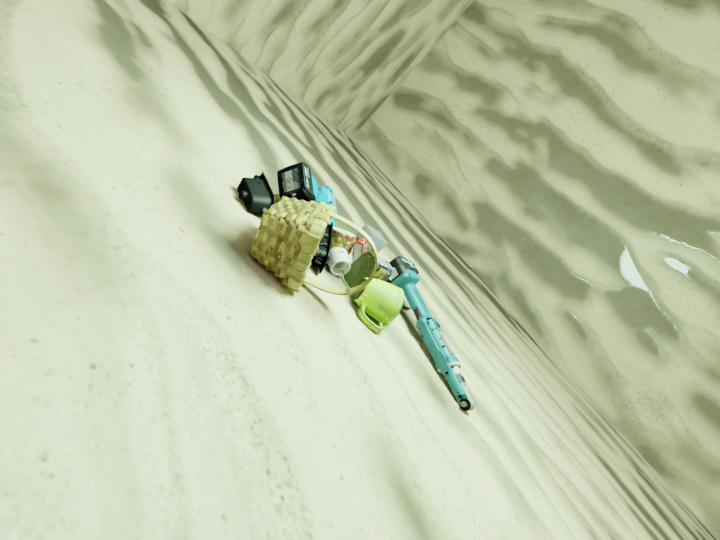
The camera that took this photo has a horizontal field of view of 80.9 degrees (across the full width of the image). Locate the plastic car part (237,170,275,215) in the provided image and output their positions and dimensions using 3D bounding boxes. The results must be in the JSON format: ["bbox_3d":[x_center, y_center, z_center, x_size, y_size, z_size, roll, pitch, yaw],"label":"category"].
[{"bbox_3d":[-0.243,-0.171,0.960,0.067,0.066,0.122,7,42,-39],"label":"plastic car part"}]

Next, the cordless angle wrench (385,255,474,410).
[{"bbox_3d":[0.176,0.151,1.085,0.092,0.075,0.442,21,36,-46],"label":"cordless angle wrench"}]

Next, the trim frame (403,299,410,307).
[{"bbox_3d":[0.073,0.022,1.254,0.243,0.028,0.188,37,20,-13],"label":"trim frame"}]

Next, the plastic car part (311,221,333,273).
[{"bbox_3d":[-0.099,-0.065,1.015,0.065,0.066,0.209,28,22,-19],"label":"plastic car part"}]

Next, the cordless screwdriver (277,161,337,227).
[{"bbox_3d":[-0.123,-0.173,1.108,0.238,0.076,0.162,26,51,-68],"label":"cordless screwdriver"}]
